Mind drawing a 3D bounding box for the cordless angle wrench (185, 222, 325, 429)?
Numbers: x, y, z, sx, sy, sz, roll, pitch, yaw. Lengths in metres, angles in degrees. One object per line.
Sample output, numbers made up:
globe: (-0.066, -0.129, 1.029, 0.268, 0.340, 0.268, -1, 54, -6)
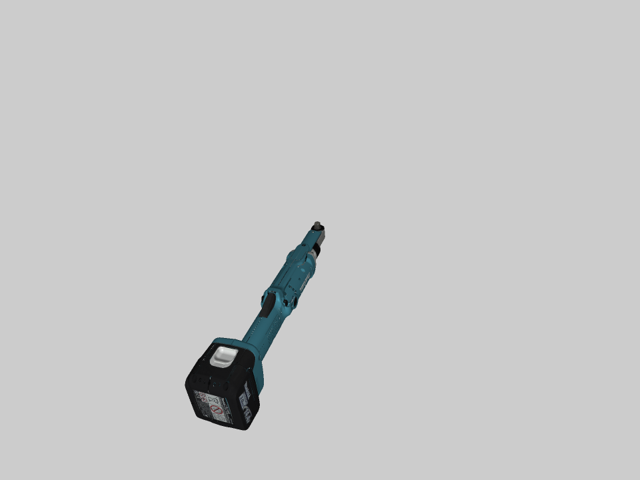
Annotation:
cordless angle wrench: (-0.066, 0.096, 0.691, 0.074, 0.098, 0.421, 7, 35, 17)
